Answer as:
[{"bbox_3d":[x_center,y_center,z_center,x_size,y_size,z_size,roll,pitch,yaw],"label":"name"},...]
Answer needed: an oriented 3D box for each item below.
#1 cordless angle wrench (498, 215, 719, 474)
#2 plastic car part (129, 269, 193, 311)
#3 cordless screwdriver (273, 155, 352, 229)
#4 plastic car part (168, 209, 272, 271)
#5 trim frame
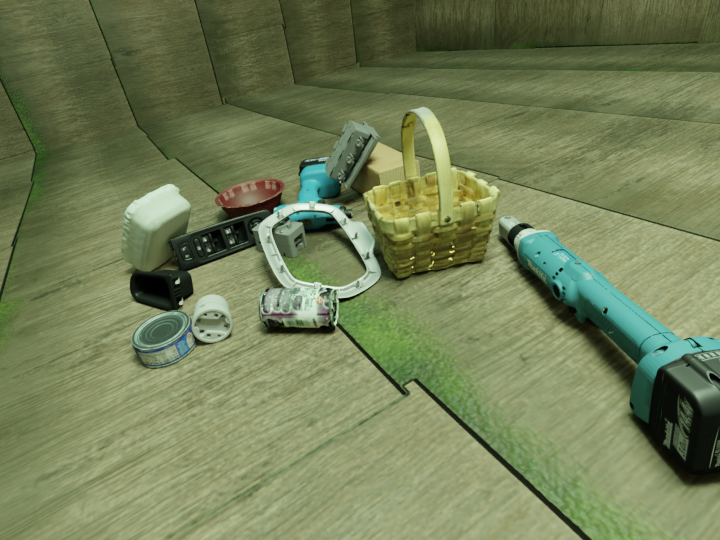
[{"bbox_3d":[0.260,0.021,0.502,0.074,0.094,0.436,-13,29,0],"label":"cordless angle wrench"},{"bbox_3d":[-0.331,0.023,0.721,0.122,0.065,0.069,7,20,32],"label":"plastic car part"},{"bbox_3d":[-0.083,-0.169,0.926,0.163,0.071,0.253,-3,36,12],"label":"cordless screwdriver"},{"bbox_3d":[-0.266,-0.063,0.834,0.200,0.066,0.069,-22,7,-14],"label":"plastic car part"},{"bbox_3d":[-0.069,-0.045,0.708,0.179,0.027,0.262,-12,43,-20],"label":"trim frame"}]
